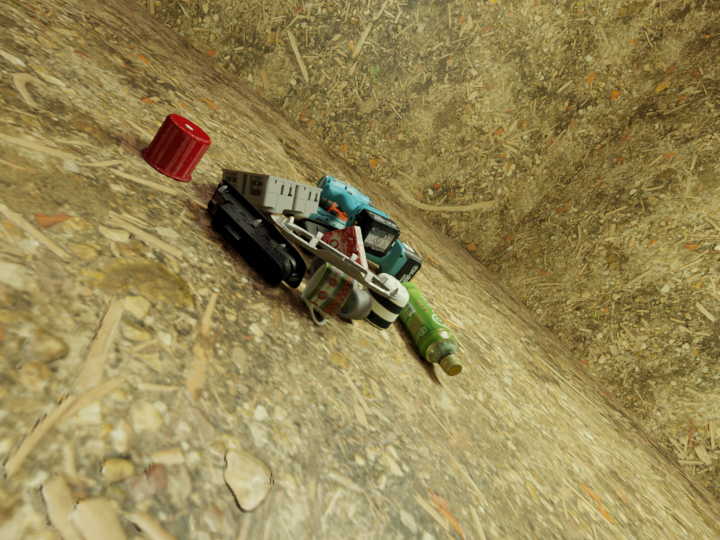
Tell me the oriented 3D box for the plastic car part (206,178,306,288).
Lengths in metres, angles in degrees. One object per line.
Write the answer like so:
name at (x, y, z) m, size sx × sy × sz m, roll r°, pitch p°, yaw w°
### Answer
plastic car part at (-0.165, -0.050, 0.644) m, size 0.207 × 0.066 × 0.066 m, roll 42°, pitch 26°, yaw 9°

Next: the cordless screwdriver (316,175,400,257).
cordless screwdriver at (0.007, -0.124, 0.944) m, size 0.151 × 0.074 × 0.262 m, roll 17°, pitch 24°, yaw -34°

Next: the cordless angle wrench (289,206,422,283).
cordless angle wrench at (-0.041, -0.088, 1.000) m, size 0.406 × 0.098 × 0.077 m, roll 27°, pitch 20°, yaw -23°

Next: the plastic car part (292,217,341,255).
plastic car part at (-0.084, -0.055, 0.860) m, size 0.110 × 0.067 × 0.074 m, roll 15°, pitch 43°, yaw -49°

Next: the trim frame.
trim frame at (-0.037, -0.024, 0.681) m, size 0.246 × 0.027 × 0.186 m, roll 34°, pitch 7°, yaw -6°
